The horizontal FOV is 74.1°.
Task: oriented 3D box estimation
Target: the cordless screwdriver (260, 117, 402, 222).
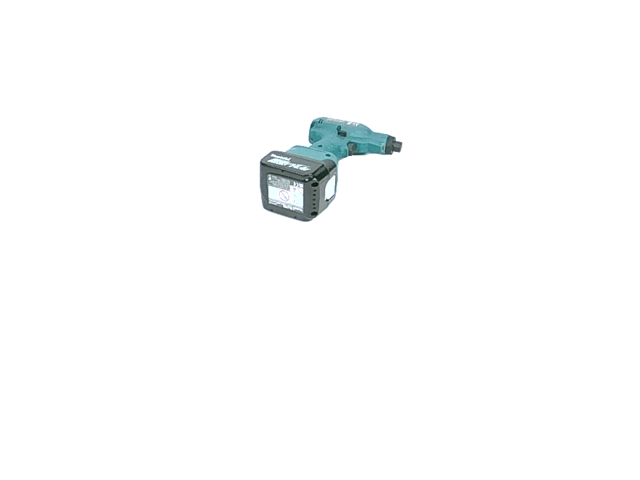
[{"bbox_3d":[0.022,-0.120,0.649,0.160,0.074,0.247,15,38,17],"label":"cordless screwdriver"}]
